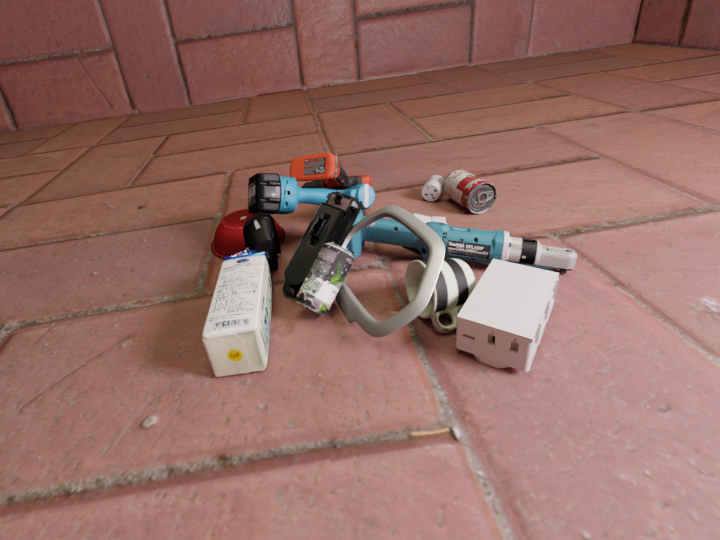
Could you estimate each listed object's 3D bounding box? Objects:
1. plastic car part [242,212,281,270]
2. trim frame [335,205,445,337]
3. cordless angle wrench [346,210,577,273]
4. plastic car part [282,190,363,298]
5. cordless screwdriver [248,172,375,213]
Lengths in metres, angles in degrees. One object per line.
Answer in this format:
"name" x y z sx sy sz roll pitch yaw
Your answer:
"plastic car part" -0.175 -0.039 0.765 0.065 0.113 0.074 -12 56 -11
"trim frame" 0.028 -0.006 0.636 0.184 0.026 0.262 -49 38 7
"cordless angle wrench" 0.133 -0.052 0.731 0.437 0.095 0.074 9 31 19
"plastic car part" -0.069 -0.045 0.702 0.068 0.065 0.203 24 82 14
"cordless screwdriver" -0.111 -0.152 0.888 0.241 0.074 0.164 -1 2 -20
